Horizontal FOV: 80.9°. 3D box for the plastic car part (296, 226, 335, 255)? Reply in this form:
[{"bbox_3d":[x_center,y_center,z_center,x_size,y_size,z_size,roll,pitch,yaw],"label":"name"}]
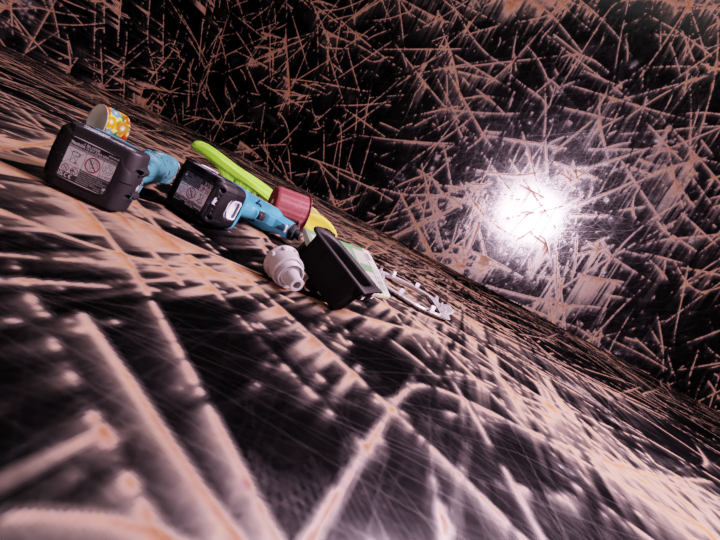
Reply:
[{"bbox_3d":[-0.080,-0.052,0.820,0.066,0.067,0.204,20,7,-4],"label":"plastic car part"}]

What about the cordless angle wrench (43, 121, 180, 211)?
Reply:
[{"bbox_3d":[-0.338,-0.163,0.665,0.095,0.074,0.435,25,7,-17],"label":"cordless angle wrench"}]

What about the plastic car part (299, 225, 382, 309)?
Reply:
[{"bbox_3d":[-0.039,0.006,0.560,0.121,0.071,0.063,48,14,20],"label":"plastic car part"}]

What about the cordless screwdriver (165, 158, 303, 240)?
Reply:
[{"bbox_3d":[-0.197,-0.102,0.717,0.163,0.074,0.243,30,5,11],"label":"cordless screwdriver"}]

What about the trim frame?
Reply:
[{"bbox_3d":[0.114,0.046,0.924,0.184,0.027,0.249,28,7,-2],"label":"trim frame"}]
